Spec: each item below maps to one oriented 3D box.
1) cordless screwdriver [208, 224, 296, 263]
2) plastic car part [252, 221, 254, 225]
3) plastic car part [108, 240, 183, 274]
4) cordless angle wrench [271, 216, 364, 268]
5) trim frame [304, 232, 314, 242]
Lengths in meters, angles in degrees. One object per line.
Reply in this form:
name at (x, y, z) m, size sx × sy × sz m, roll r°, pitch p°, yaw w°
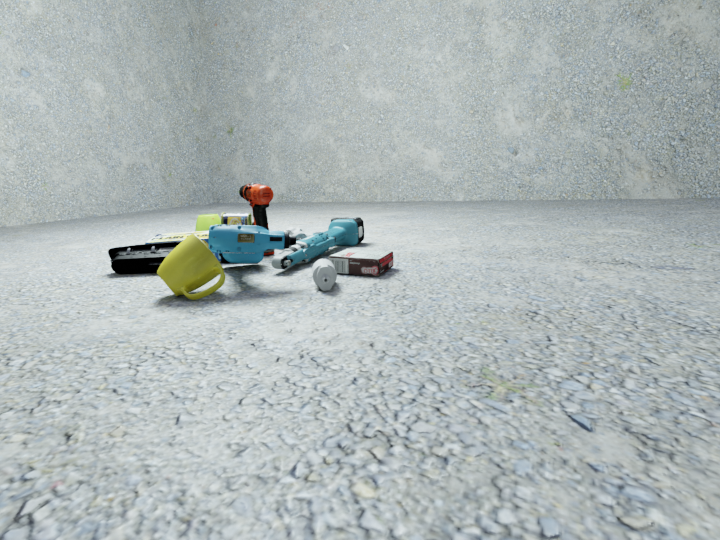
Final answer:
cordless screwdriver at (-0.224, -0.054, 0.875) m, size 0.156 × 0.074 × 0.253 m, roll 1°, pitch -2°, yaw -14°
plastic car part at (-0.361, -0.128, 1.405) m, size 0.073 × 0.065 × 0.114 m, roll -14°, pitch 10°, yaw 25°
plastic car part at (-0.470, -0.021, 0.955) m, size 0.203 × 0.064 × 0.069 m, roll -1°, pitch 37°, yaw 1°
cordless angle wrench at (-0.103, -0.068, 1.058) m, size 0.101 × 0.073 × 0.414 m, roll 2°, pitch 16°, yaw 21°
trim frame at (-0.221, -0.092, 1.278) m, size 0.177 × 0.027 × 0.262 m, roll -11°, pitch 17°, yaw -37°
